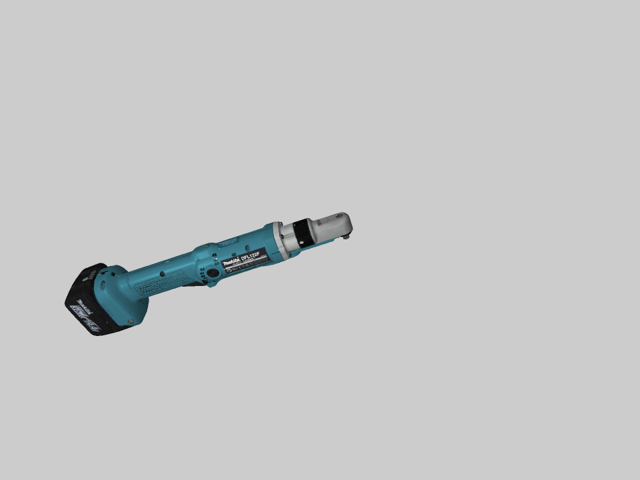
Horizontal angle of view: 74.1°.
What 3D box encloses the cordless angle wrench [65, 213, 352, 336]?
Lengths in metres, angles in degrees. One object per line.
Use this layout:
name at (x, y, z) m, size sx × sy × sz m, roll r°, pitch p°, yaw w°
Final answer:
cordless angle wrench at (-0.158, 0.035, 0.630) m, size 0.423 × 0.098 × 0.074 m, roll -18°, pitch 35°, yaw 5°
